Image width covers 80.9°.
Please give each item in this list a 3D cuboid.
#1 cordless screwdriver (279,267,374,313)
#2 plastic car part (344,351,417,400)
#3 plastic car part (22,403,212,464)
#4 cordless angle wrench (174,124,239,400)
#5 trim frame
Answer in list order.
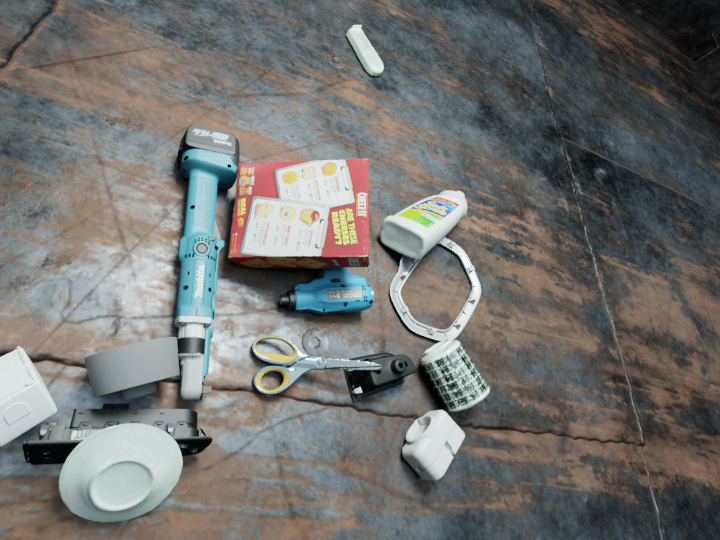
[{"bbox_3d":[-0.073,-0.047,0.742,0.154,0.075,0.254,-2,70,-20],"label":"cordless screwdriver"},{"bbox_3d":[0.041,0.163,0.690,0.112,0.072,0.068,-8,72,-27],"label":"plastic car part"},{"bbox_3d":[-0.287,0.201,0.520,0.196,0.066,0.070,11,37,-20],"label":"plastic car part"},{"bbox_3d":[-0.245,-0.026,0.648,0.094,0.075,0.433,7,65,-25],"label":"cordless angle wrench"},{"bbox_3d":[0.155,0.027,0.843,0.185,0.028,0.246,43,56,1],"label":"trim frame"}]
